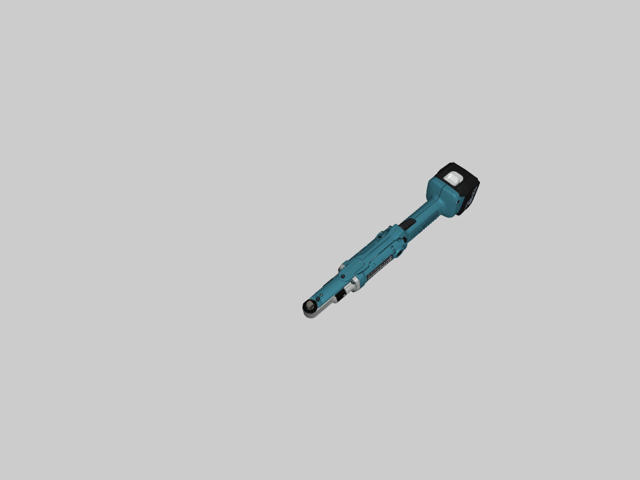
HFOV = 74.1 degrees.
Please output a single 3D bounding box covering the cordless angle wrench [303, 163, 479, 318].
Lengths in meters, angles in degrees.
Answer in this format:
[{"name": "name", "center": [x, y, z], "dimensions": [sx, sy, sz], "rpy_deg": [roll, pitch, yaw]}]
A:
[{"name": "cordless angle wrench", "center": [0.131, 0.006, 0.800], "dimensions": [0.422, 0.074, 0.098], "rpy_deg": [-38, -27, -18]}]
